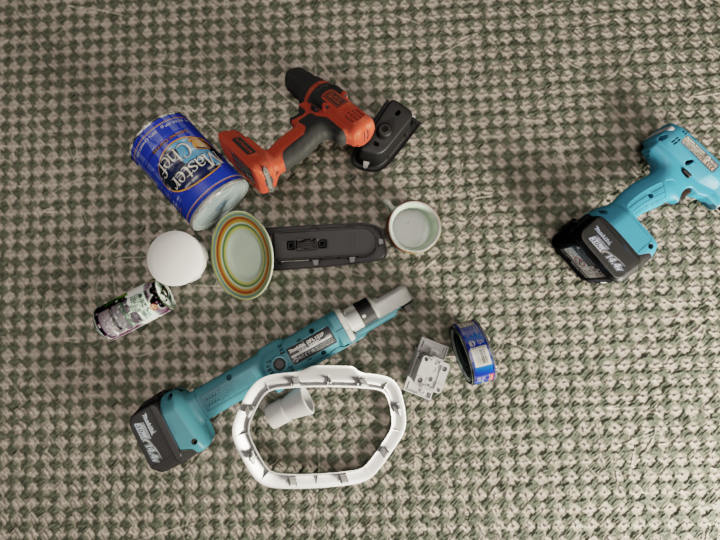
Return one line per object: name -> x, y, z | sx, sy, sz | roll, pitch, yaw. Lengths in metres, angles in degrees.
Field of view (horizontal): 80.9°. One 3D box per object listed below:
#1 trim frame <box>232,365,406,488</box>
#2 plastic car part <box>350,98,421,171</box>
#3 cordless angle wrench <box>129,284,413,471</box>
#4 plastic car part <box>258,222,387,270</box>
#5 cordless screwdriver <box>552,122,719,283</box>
trim frame -> -0.051, 0.217, 0.584 | 0.243, 0.028, 0.183 | 6, 95, -13
plastic car part -> 0.037, -0.203, 0.626 | 0.066, 0.070, 0.116 | 35, 84, 2
cordless angle wrench -> -0.114, 0.133, 0.607 | 0.422, 0.074, 0.099 | -30, 87, -3
plastic car part -> -0.061, -0.040, 0.623 | 0.203, 0.066, 0.067 | -3, 80, -1
cordless screwdriver -> 0.415, -0.076, 0.600 | 0.248, 0.074, 0.160 | -43, 86, -6
